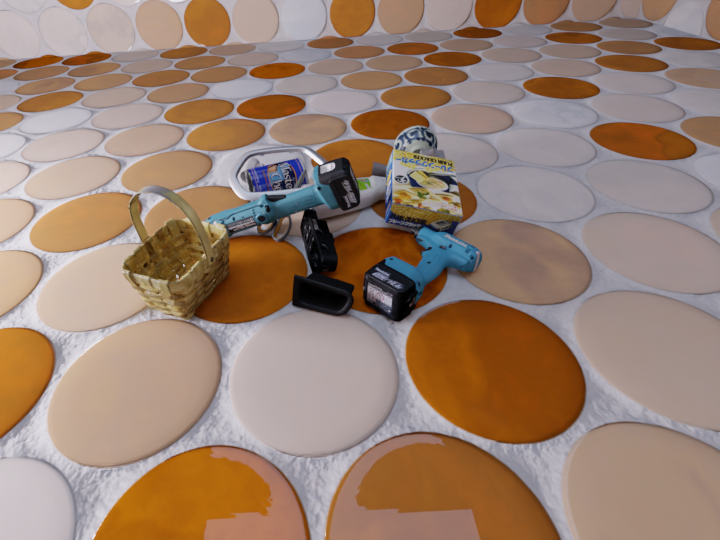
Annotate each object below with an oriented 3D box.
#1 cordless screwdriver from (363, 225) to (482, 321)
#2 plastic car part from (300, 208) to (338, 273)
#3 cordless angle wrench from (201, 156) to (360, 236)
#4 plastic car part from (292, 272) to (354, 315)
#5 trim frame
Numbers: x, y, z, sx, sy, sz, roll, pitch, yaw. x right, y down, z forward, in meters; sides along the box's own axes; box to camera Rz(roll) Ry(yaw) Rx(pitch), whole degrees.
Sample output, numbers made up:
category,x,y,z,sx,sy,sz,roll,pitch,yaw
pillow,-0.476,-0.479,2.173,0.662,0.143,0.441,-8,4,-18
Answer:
category,x,y,z,sx,sy,sz,roll,pitch,yaw
cordless screwdriver,0.102,-0.012,0.828,0.242,0.072,0.168,-29,46,-33
plastic car part,-0.089,-0.058,0.912,0.065,0.066,0.211,14,33,-22
cordless angle wrench,-0.213,-0.131,0.928,0.430,0.093,0.077,-16,41,14
plastic car part,-0.063,0.038,0.796,0.119,0.064,0.071,12,27,13
trim frame,-0.190,-0.230,1.008,0.244,0.027,0.192,-9,56,-11
